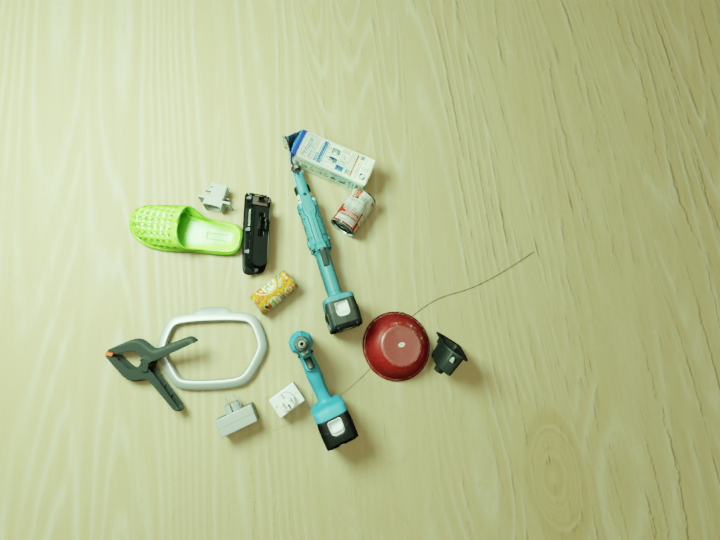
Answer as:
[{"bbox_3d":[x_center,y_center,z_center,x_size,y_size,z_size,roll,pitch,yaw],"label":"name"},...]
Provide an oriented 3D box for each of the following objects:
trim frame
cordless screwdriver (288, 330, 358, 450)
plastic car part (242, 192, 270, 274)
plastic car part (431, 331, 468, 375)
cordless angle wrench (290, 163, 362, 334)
[{"bbox_3d":[-0.339,0.175,0.967,0.248,0.027,0.187,-3,78,-2],"label":"trim frame"},{"bbox_3d":[-0.087,0.246,0.896,0.073,0.159,0.252,-23,82,-11],"label":"cordless screwdriver"},{"bbox_3d":[-0.243,-0.089,1.012,0.063,0.070,0.205,9,79,-35],"label":"plastic car part"},{"bbox_3d":[0.192,0.196,0.952,0.066,0.116,0.071,30,101,0],"label":"plastic car part"},{"bbox_3d":[-0.099,-0.065,1.009,0.073,0.097,0.433,-16,74,-9],"label":"cordless angle wrench"}]
